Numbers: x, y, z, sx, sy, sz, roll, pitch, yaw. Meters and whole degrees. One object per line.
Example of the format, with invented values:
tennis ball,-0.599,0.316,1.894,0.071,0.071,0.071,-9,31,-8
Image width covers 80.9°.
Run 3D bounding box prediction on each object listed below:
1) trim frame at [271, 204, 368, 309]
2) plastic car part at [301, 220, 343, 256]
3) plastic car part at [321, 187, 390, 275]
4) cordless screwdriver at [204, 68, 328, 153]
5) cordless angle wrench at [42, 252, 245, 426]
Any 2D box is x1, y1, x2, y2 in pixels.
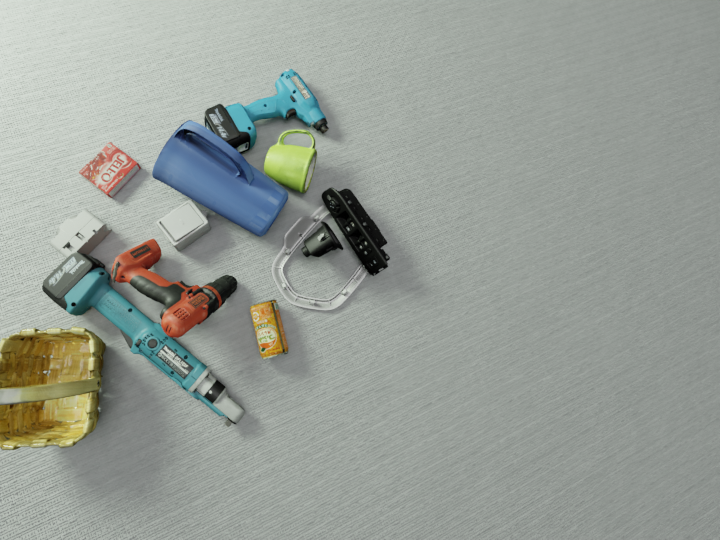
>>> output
trim frame,-0.072,-0.032,0.884,0.185,0.027,0.247,39,76,2
plastic car part,-0.081,-0.053,0.827,0.071,0.115,0.066,-34,88,7
plastic car part,-0.003,-0.092,0.868,0.066,0.067,0.205,-35,85,-26
cordless screwdriver,-0.198,-0.320,0.909,0.245,0.075,0.161,-35,86,-19
cordless angle wrench,-0.379,0.134,0.775,0.422,0.075,0.097,40,74,-1
